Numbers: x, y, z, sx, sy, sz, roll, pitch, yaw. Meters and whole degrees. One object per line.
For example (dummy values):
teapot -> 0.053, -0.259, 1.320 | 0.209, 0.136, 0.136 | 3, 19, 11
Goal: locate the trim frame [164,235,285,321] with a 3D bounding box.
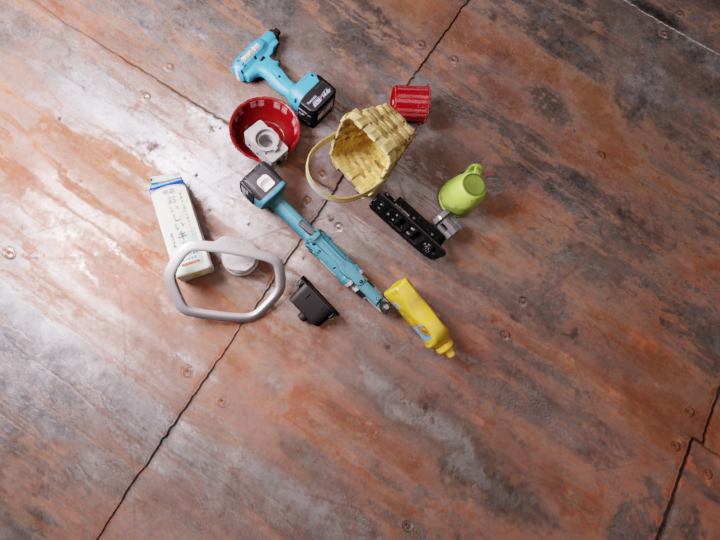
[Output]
trim frame -> -0.272, 0.021, 0.868 | 0.240, 0.029, 0.182 | 10, 107, -21

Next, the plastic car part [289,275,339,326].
plastic car part -> -0.109, 0.075, 0.911 | 0.071, 0.066, 0.117 | -40, 90, 2

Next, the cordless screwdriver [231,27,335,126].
cordless screwdriver -> -0.167, -0.468, 1.010 | 0.252, 0.073, 0.159 | 35, 77, 6

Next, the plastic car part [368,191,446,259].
plastic car part -> 0.116, -0.106, 0.972 | 0.205, 0.067, 0.066 | 45, 51, 5

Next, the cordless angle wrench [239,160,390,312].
cordless angle wrench -> -0.091, -0.059, 0.928 | 0.423, 0.098, 0.074 | 45, 76, 0
